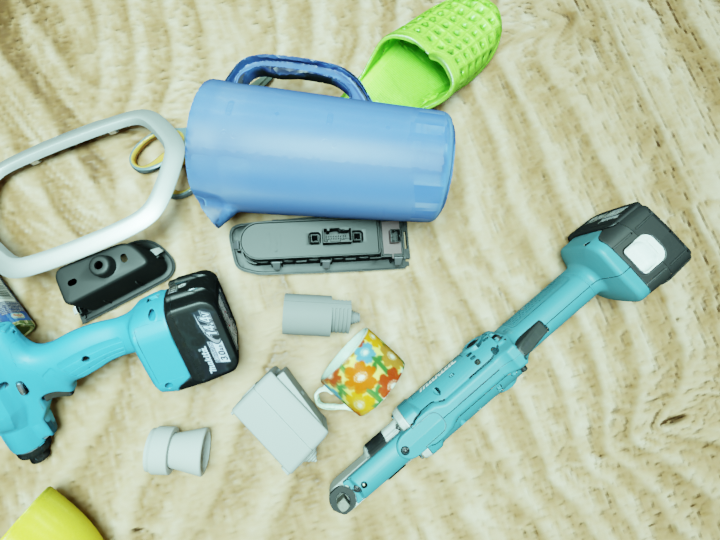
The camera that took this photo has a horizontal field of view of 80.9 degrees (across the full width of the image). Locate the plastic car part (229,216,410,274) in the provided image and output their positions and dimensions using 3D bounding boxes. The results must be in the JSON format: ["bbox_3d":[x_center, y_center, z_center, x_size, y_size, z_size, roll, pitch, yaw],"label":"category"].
[{"bbox_3d":[-0.045,-0.030,0.461,0.203,0.067,0.066,-3,89,1],"label":"plastic car part"}]

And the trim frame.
[{"bbox_3d":[-0.307,-0.092,0.459,0.248,0.026,0.191,-24,66,-2],"label":"trim frame"}]

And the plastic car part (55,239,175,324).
[{"bbox_3d":[-0.265,0.002,0.444,0.116,0.070,0.067,-26,85,-4],"label":"plastic car part"}]

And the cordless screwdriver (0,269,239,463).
[{"bbox_3d":[-0.245,0.098,0.416,0.246,0.077,0.154,-14,114,-8],"label":"cordless screwdriver"}]

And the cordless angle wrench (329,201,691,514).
[{"bbox_3d":[0.134,0.095,0.432,0.422,0.097,0.075,-40,87,-3],"label":"cordless angle wrench"}]
